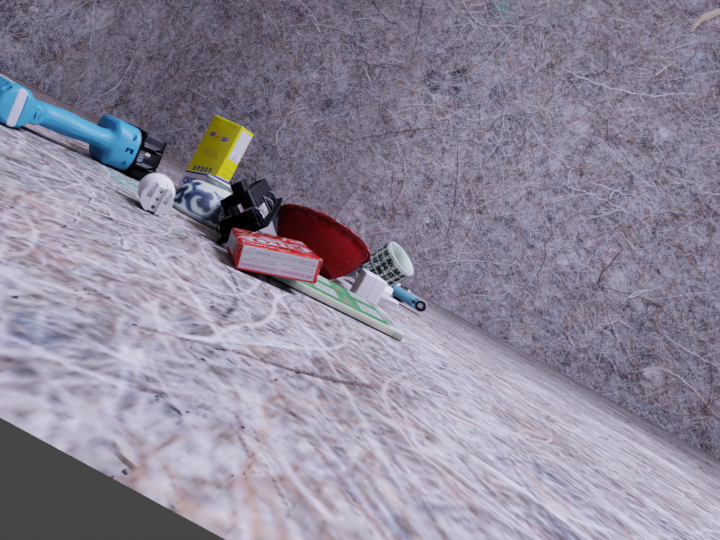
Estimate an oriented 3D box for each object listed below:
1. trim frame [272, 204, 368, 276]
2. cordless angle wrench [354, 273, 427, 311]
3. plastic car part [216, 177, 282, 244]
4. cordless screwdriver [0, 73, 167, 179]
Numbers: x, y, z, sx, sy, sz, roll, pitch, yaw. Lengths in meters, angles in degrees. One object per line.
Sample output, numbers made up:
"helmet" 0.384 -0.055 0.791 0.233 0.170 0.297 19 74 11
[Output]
"trim frame" -0.072 -0.047 0.737 0.187 0.027 0.245 29 -20 5
"cordless angle wrench" -0.016 -0.016 1.092 0.441 0.074 0.094 32 4 22
"plastic car part" -0.151 -0.091 0.575 0.066 0.067 0.205 61 6 -14
"cordless screwdriver" -0.432 -0.219 0.633 0.167 0.074 0.237 30 7 28
